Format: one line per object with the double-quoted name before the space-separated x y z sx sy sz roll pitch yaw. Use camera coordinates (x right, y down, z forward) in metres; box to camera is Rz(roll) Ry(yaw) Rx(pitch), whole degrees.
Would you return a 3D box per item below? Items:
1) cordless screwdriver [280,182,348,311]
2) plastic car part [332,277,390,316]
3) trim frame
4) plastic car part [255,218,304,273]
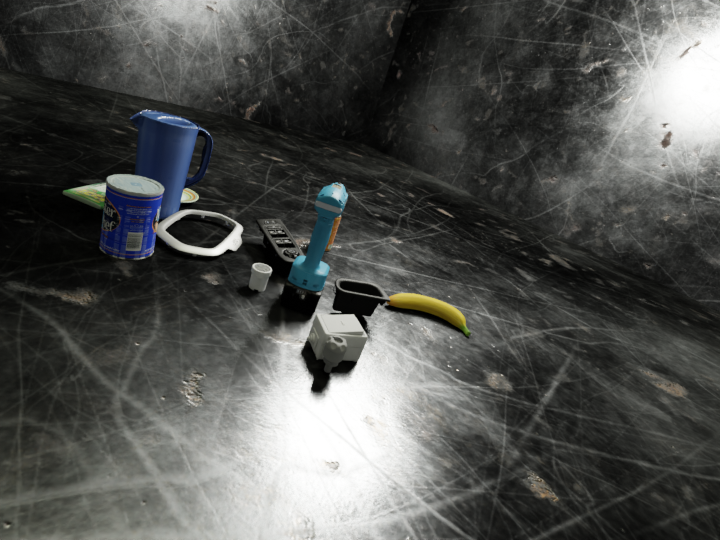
"cordless screwdriver" -0.082 -0.054 0.840 0.074 0.246 0.161 19 21 -3
"plastic car part" -0.012 0.061 0.857 0.112 0.070 0.069 8 24 -24
"trim frame" -0.373 -0.092 1.001 0.184 0.027 0.252 16 22 -3
"plastic car part" -0.193 -0.056 1.000 0.063 0.066 0.214 3 26 -34
